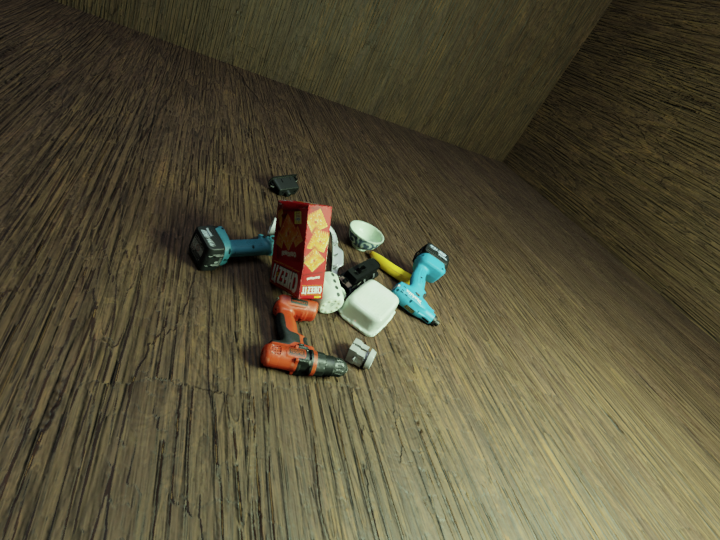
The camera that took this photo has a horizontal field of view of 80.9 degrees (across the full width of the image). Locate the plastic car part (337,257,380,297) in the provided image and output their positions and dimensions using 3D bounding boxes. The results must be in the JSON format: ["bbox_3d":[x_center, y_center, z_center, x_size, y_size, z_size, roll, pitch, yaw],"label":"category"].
[{"bbox_3d":[-0.003,0.008,1.208,0.069,0.067,0.197,38,29,17],"label":"plastic car part"}]

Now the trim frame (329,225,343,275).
[{"bbox_3d":[-0.119,-0.078,1.213,0.175,0.028,0.256,35,34,-31],"label":"trim frame"}]

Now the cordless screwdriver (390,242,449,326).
[{"bbox_3d":[0.197,0.041,1.250,0.160,0.075,0.247,37,48,0],"label":"cordless screwdriver"}]

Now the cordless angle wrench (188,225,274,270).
[{"bbox_3d":[-0.246,-0.069,1.138,0.404,0.074,0.102,-7,49,-47],"label":"cordless angle wrench"}]

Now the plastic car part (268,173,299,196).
[{"bbox_3d":[-0.262,-0.291,1.480,0.112,0.066,0.073,-22,70,-48],"label":"plastic car part"}]
